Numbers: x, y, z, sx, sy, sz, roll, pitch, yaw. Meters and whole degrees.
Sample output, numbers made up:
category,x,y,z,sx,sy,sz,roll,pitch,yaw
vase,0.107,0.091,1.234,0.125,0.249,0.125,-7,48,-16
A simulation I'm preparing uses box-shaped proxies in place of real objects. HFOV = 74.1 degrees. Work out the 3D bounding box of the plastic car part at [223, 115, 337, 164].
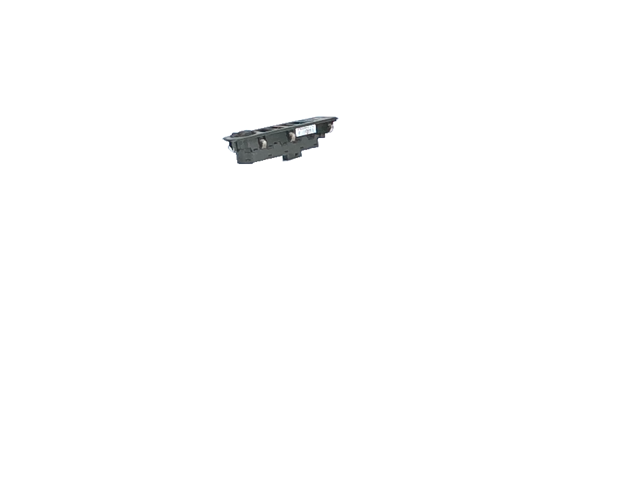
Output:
category,x,y,z,sx,sy,sz,roll,pitch,yaw
plastic car part,-0.066,-0.165,0.699,0.202,0.067,0.066,-19,34,-35
